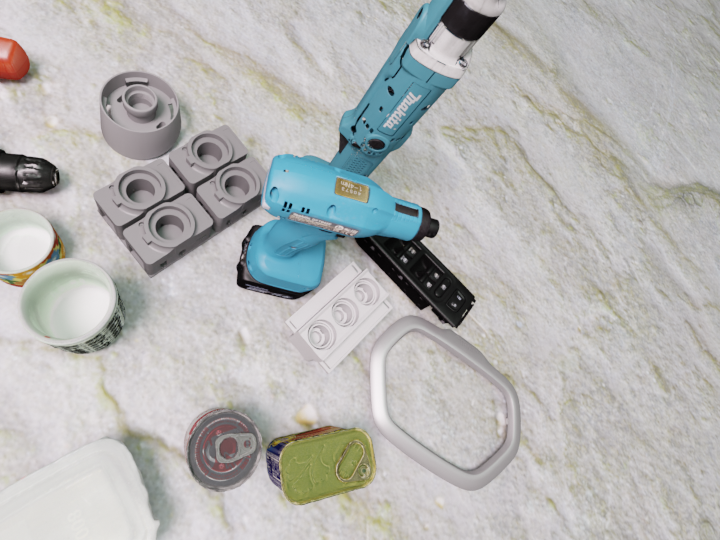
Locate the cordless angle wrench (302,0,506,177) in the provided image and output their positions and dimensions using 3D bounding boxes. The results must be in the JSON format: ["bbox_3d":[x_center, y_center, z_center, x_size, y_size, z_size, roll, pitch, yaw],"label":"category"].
[{"bbox_3d":[0.018,-0.146,0.421,0.095,0.429,0.075,21,67,-17],"label":"cordless angle wrench"}]

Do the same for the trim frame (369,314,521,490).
[{"bbox_3d":[0.115,0.170,0.563,0.246,0.028,0.184,33,63,-5],"label":"trim frame"}]

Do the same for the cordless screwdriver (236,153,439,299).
[{"bbox_3d":[-0.044,-0.029,0.454,0.155,0.252,0.075,15,69,-18],"label":"cordless screwdriver"}]

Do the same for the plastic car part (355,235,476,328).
[{"bbox_3d":[0.063,-0.010,0.588,0.065,0.068,0.204,-41,88,-28],"label":"plastic car part"}]
